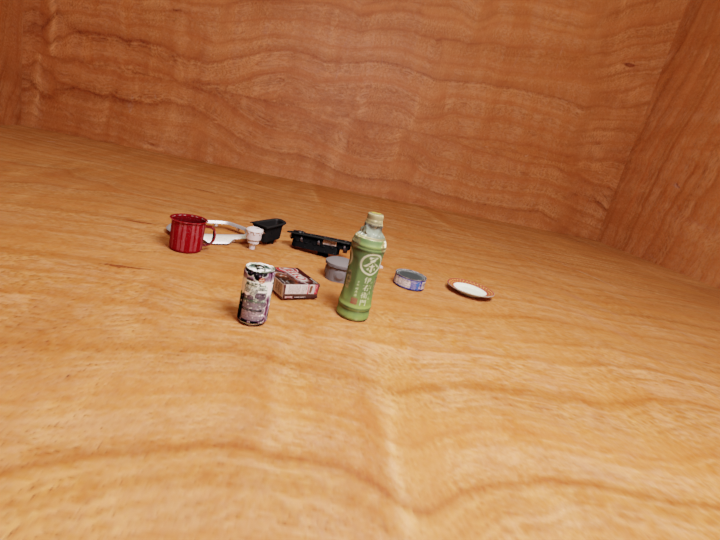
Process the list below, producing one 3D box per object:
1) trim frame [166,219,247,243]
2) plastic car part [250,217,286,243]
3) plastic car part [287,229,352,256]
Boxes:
[{"bbox_3d":[-0.436,-0.116,1.230,0.237,0.027,0.195,0,20,-34],"label":"trim frame"},{"bbox_3d":[-0.271,-0.114,1.262,0.069,0.070,0.112,20,18,25],"label":"plastic car part"},{"bbox_3d":[-0.123,-0.081,1.261,0.208,0.066,0.065,16,16,14],"label":"plastic car part"}]
